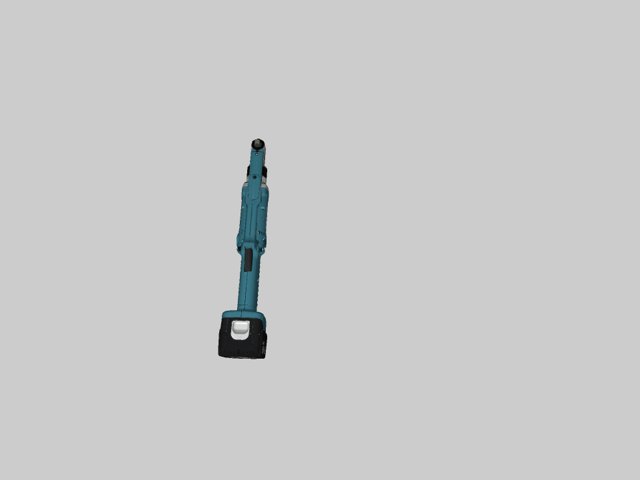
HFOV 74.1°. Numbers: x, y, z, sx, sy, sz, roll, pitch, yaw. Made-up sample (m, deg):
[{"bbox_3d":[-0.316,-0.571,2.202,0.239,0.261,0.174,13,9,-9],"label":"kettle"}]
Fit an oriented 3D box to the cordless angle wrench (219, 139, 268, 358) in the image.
[{"bbox_3d":[-0.130,0.003,0.797,0.074,0.422,0.098,2,-18,-1],"label":"cordless angle wrench"}]
